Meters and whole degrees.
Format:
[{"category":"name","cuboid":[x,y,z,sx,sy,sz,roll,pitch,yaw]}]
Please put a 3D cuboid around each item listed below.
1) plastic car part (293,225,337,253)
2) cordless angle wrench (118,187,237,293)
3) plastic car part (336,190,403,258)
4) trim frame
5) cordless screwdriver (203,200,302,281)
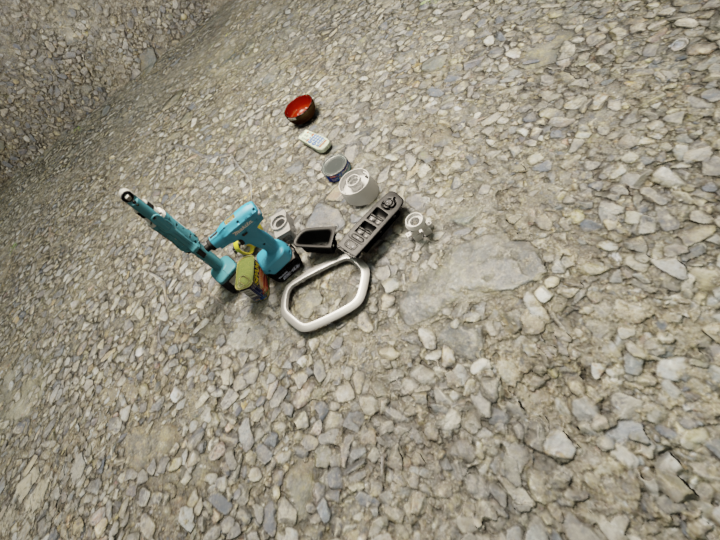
[{"category":"plastic car part","cuboid":[-0.108,-0.071,1.105,0.121,0.067,0.067,-1,60,30]},{"category":"cordless angle wrench","cuboid":[-0.446,-0.075,1.084,0.104,0.400,0.074,33,79,40]},{"category":"plastic car part","cuboid":[0.037,-0.108,1.047,0.070,0.063,0.202,33,80,40]},{"category":"trim frame","cuboid":[-0.089,0.050,1.041,0.251,0.026,0.193,-29,50,11]},{"category":"cordless screwdriver","cuboid":[-0.267,-0.053,1.074,0.159,0.235,0.078,-38,49,2]}]
